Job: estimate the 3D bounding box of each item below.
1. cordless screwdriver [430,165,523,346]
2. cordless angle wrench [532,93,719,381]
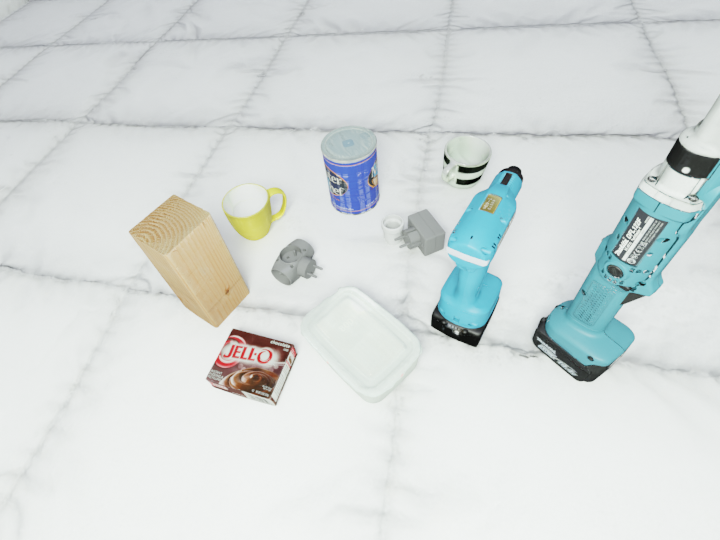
[{"bbox_3d":[0.164,-0.013,0.579,0.078,0.239,0.158,24,59,22],"label":"cordless screwdriver"},{"bbox_3d":[0.287,-0.011,0.448,0.073,0.406,0.103,-32,56,-18],"label":"cordless angle wrench"}]
